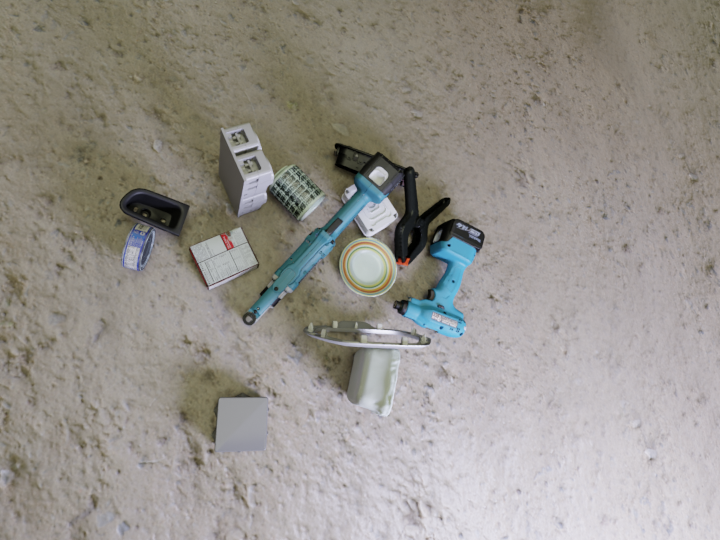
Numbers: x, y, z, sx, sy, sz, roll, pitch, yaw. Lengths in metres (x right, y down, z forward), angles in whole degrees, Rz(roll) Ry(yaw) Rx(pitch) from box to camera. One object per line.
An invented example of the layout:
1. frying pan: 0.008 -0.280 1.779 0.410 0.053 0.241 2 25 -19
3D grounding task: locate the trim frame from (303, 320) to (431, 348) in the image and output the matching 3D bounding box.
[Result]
1. trim frame: 0.014 0.118 0.795 0.243 0.188 0.027 3 91 -15

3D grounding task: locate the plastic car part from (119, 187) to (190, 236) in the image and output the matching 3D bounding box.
1. plastic car part: -0.400 -0.111 0.810 0.111 0.073 0.067 22 69 -27

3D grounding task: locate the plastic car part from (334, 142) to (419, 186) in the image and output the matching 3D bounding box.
1. plastic car part: 0.025 -0.233 0.969 0.199 0.067 0.067 24 96 -9

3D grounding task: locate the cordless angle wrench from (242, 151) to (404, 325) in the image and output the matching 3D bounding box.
1. cordless angle wrench: -0.082 -0.054 0.840 0.075 0.098 0.422 42 85 0

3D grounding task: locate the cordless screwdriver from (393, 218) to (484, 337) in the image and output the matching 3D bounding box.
1. cordless screwdriver: 0.172 0.007 0.928 0.157 0.075 0.250 20 74 -9
